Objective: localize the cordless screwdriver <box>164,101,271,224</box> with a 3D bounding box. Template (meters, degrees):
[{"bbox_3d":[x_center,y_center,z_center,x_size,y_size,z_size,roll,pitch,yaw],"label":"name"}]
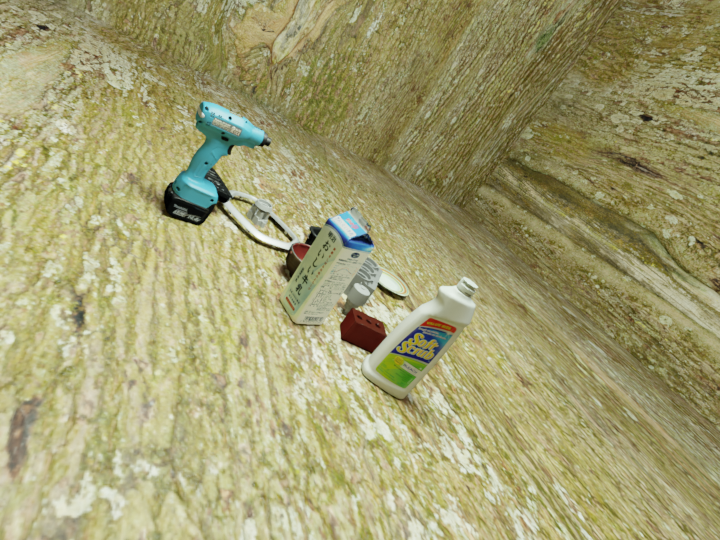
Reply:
[{"bbox_3d":[-0.305,-0.214,0.893,0.151,0.249,0.078,18,27,-37],"label":"cordless screwdriver"}]

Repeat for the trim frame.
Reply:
[{"bbox_3d":[-0.256,-0.130,1.085,0.258,0.027,0.177,41,22,21],"label":"trim frame"}]

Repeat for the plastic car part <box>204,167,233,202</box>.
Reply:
[{"bbox_3d":[-0.378,-0.217,1.050,0.063,0.067,0.214,15,27,-40],"label":"plastic car part"}]

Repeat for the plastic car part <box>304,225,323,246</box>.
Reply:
[{"bbox_3d":[-0.108,-0.070,1.100,0.111,0.071,0.069,3,36,-52],"label":"plastic car part"}]
